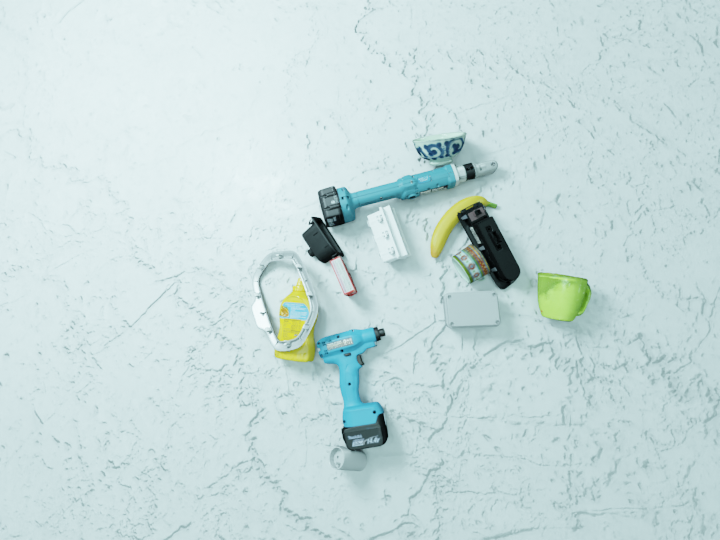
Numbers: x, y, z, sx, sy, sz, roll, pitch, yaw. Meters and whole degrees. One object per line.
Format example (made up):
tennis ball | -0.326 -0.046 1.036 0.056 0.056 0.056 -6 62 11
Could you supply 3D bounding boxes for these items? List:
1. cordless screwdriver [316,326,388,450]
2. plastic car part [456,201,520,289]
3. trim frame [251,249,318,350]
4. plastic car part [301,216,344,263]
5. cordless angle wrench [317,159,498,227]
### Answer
cordless screwdriver | 0.007 0.255 0.944 0.160 0.072 0.254 -18 74 5
plastic car part | 0.298 -0.056 0.943 0.065 0.068 0.202 -27 92 -14
trim frame | -0.185 0.065 0.986 0.187 0.026 0.258 -38 61 25
plastic car part | -0.101 -0.066 1.029 0.072 0.064 0.118 -33 81 17
cordless angle wrench | 0.113 -0.196 0.999 0.425 0.095 0.076 -14 77 3
